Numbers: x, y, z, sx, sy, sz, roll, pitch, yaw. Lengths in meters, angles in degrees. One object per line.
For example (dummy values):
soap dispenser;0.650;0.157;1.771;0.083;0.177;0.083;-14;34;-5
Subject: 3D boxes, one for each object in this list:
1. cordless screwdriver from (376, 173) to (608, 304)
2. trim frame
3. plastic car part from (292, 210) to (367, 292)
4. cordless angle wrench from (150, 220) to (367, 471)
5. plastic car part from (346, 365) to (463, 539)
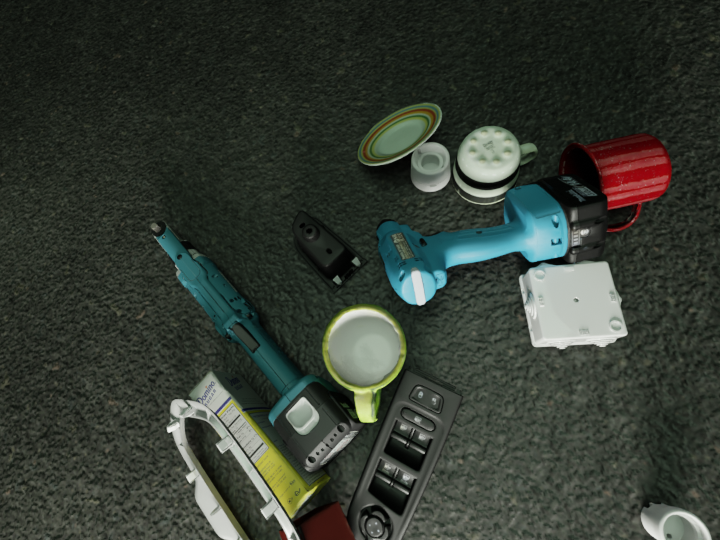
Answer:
cordless screwdriver;0.144;-0.050;0.520;0.250;0.071;0.165;-17;33;2
trim frame;-0.146;0.250;0.472;0.256;0.184;0.027;47;43;15
plastic car part;-0.057;-0.037;0.580;0.066;0.068;0.121;-44;71;-5
cordless angle wrench;-0.169;0.065;0.571;0.074;0.093;0.443;-46;63;-5
plastic car part;0.043;0.212;0.470;0.068;0.065;0.203;23;83;10
